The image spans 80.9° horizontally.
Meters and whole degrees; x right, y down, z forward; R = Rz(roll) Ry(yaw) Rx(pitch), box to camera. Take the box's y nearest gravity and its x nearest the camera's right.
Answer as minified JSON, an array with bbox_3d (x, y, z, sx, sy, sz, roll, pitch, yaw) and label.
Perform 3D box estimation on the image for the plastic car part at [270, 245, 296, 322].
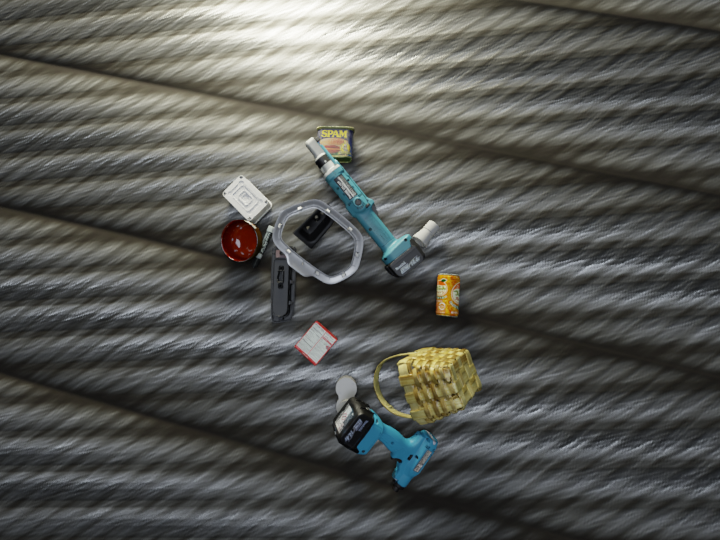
[{"bbox_3d":[-0.202,0.036,1.100,0.066,0.067,0.204,1,85,-5],"label":"plastic car part"}]

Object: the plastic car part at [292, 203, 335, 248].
[{"bbox_3d":[-0.118,-0.127,1.108,0.064,0.073,0.117,41,97,-21],"label":"plastic car part"}]

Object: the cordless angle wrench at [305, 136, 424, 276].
[{"bbox_3d":[-0.005,-0.170,1.082,0.098,0.074,0.426,-38,87,-2],"label":"cordless angle wrench"}]

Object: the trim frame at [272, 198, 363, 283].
[{"bbox_3d":[-0.105,-0.069,1.078,0.241,0.028,0.185,39,101,-16],"label":"trim frame"}]

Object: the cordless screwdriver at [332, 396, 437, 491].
[{"bbox_3d":[0.046,0.412,0.986,0.241,0.077,0.159,32,93,-17],"label":"cordless screwdriver"}]
